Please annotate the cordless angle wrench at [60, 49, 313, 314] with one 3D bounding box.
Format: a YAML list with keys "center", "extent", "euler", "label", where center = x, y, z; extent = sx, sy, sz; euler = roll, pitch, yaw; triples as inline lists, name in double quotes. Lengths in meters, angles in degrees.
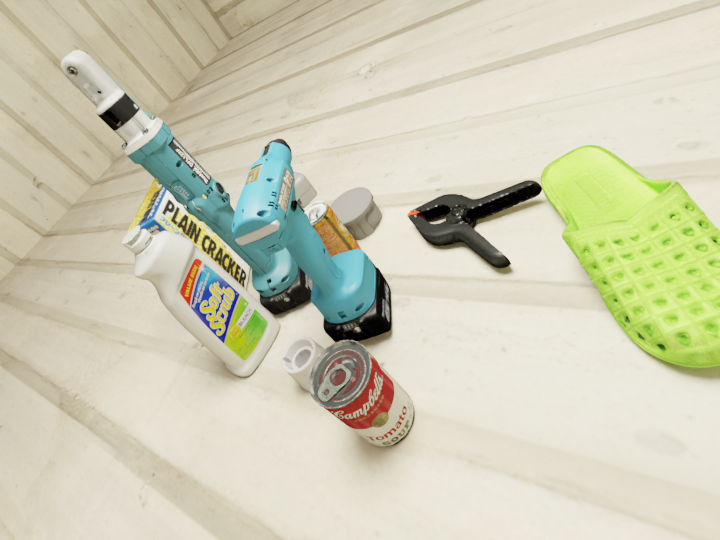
- center: [-0.203, -0.095, 0.555]
  extent: [0.075, 0.401, 0.101]
  euler: [-26, 38, 16]
  label: "cordless angle wrench"

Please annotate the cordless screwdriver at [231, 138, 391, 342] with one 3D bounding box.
- center: [-0.049, -0.032, 0.503]
  extent: [0.076, 0.236, 0.164]
  euler: [-21, 41, 22]
  label: "cordless screwdriver"
